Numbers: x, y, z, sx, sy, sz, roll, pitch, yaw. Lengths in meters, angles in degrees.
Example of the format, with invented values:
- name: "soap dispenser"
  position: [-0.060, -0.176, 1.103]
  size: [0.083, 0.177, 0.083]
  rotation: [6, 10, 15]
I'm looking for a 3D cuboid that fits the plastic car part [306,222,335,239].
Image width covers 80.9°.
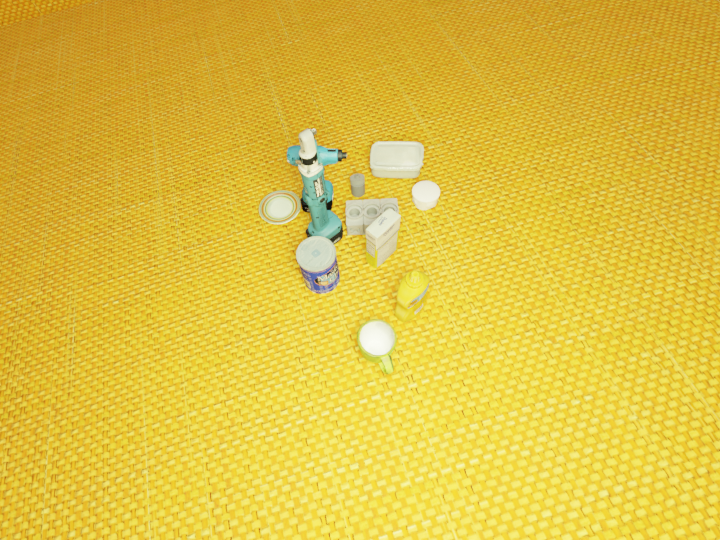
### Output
- name: "plastic car part"
  position: [-0.118, -0.077, 1.204]
  size: [0.068, 0.068, 0.117]
  rotation: [14, 63, 13]

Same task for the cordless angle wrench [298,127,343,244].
- name: "cordless angle wrench"
  position: [-0.111, -0.194, 1.073]
  size: [0.097, 0.408, 0.078]
  rotation: [-36, 66, -16]

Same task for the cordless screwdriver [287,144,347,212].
- name: "cordless screwdriver"
  position: [-0.112, -0.262, 1.210]
  size: [0.161, 0.240, 0.076]
  rotation: [4, 62, 6]
